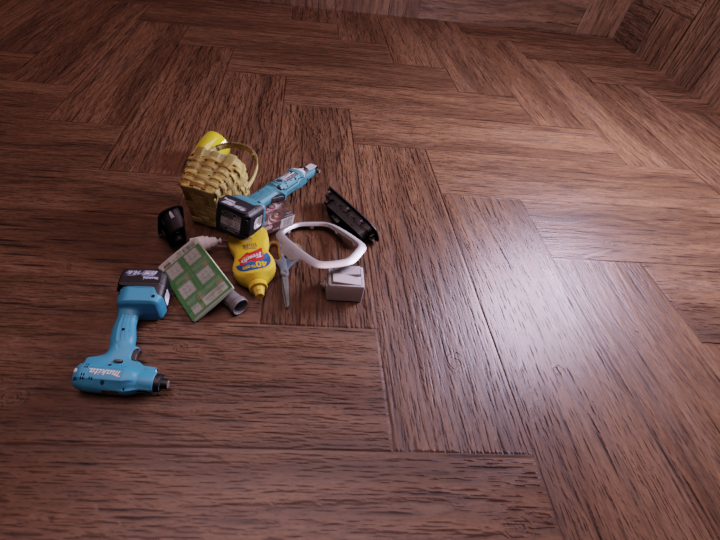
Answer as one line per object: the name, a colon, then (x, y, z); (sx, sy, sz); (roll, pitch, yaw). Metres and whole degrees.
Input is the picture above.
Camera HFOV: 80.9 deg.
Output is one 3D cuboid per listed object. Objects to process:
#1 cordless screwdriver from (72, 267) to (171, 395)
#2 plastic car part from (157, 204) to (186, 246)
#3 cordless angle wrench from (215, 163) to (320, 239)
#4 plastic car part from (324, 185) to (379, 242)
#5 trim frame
cordless screwdriver: (-0.419, 0.115, 0.810); (0.158, 0.072, 0.256); (4, 49, -5)
plastic car part: (-0.435, -0.094, 0.992); (0.064, 0.117, 0.072); (-21, 78, -28)
cordless angle wrench: (-0.216, -0.210, 1.106); (0.100, 0.073, 0.420); (22, 36, 10)
plastic car part: (-0.033, -0.139, 1.113); (0.066, 0.064, 0.213); (-36, 59, -24)
trim frame: (-0.099, -0.065, 1.017); (0.178, 0.027, 0.263); (-19, 37, -31)
